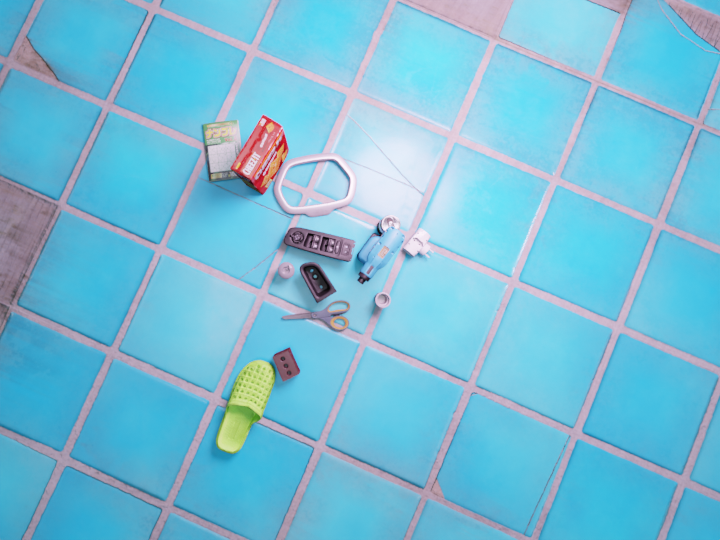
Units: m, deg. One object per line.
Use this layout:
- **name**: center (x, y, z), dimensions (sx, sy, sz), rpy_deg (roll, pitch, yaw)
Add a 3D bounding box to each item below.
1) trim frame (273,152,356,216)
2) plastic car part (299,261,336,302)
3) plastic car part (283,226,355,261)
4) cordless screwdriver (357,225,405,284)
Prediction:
- **trim frame**: center (-0.135, -0.254, 1.258), dimensions (0.248, 0.027, 0.185), rpy_deg (-9, 87, 0)
- **plastic car part**: center (-0.127, 0.026, 1.221), dimensions (0.066, 0.071, 0.117), rpy_deg (-31, 89, -3)
- **plastic car part**: center (-0.120, -0.079, 1.228), dimensions (0.203, 0.067, 0.066), rpy_deg (14, 88, 0)
- **cordless screwdriver**: center (0.036, -0.034, 1.135), dimensions (0.074, 0.249, 0.159), rpy_deg (37, 87, -4)
